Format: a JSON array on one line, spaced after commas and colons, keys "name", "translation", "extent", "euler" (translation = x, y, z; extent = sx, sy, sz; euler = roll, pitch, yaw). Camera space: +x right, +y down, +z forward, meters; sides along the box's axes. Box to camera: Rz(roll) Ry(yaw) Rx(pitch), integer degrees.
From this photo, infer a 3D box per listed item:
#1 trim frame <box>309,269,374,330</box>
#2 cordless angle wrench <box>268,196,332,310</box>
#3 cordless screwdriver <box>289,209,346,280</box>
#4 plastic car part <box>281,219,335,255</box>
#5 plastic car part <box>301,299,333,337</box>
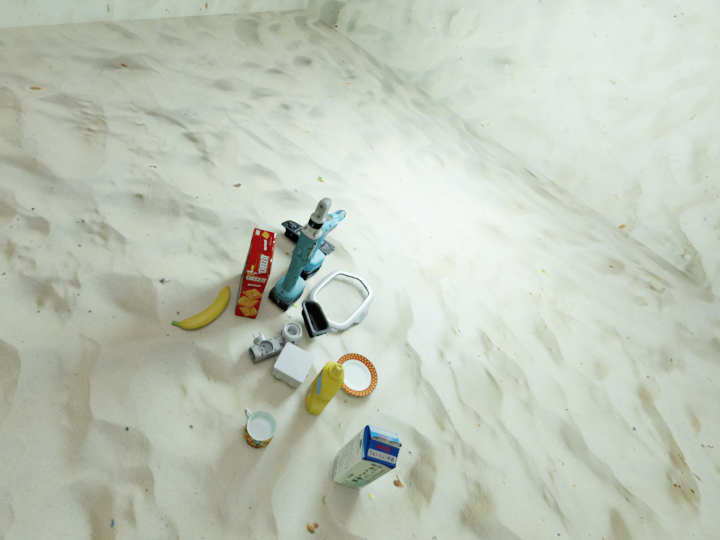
[{"name": "trim frame", "translation": [-0.059, 0.092, 1.365], "extent": [0.189, 0.027, 0.245], "euler": [36, 46, 11]}, {"name": "cordless angle wrench", "translation": [-0.161, -0.041, 1.167], "extent": [0.076, 0.420, 0.096], "euler": [39, 46, 8]}, {"name": "cordless screwdriver", "translation": [-0.131, -0.086, 1.342], "extent": [0.076, 0.247, 0.156], "euler": [42, 46, 11]}, {"name": "plastic car part", "translation": [-0.188, -0.107, 1.464], "extent": [0.207, 0.066, 0.065], "euler": [36, 46, 11]}, {"name": "plastic car part", "translation": [-0.141, 0.150, 1.248], "extent": [0.063, 0.070, 0.122], "euler": [-8, 54, -31]}]
